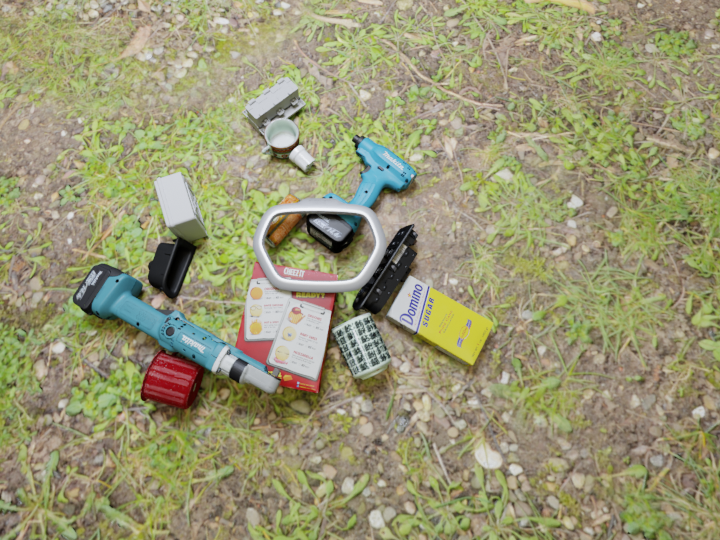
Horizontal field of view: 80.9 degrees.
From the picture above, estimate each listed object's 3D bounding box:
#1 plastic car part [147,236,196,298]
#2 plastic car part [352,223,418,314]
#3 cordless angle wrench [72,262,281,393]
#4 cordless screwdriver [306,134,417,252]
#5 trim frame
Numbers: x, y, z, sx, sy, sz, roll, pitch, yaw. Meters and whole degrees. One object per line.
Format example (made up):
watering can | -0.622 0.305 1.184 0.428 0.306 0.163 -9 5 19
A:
plastic car part | -0.389 -0.010 0.847 0.073 0.063 0.117 14 77 19
plastic car part | 0.054 0.005 0.830 0.065 0.068 0.202 42 75 -17
cordless angle wrench | -0.327 0.111 0.756 0.438 0.071 0.098 23 75 18
cordless screwdriver | -0.018 -0.167 0.874 0.163 0.073 0.247 40 74 11
trim frame | -0.077 -0.050 0.786 0.250 0.027 0.186 0 77 5
